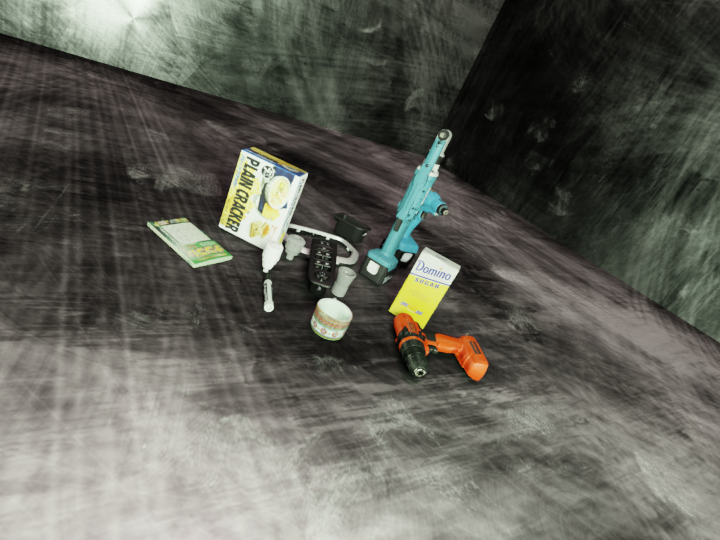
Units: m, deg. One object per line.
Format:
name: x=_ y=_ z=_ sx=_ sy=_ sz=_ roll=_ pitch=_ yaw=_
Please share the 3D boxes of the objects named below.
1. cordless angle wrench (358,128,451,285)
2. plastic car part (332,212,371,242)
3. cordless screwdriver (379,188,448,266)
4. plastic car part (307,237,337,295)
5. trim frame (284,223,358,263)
cordless angle wrench: x=0.121 y=-0.156 z=1.073 sx=0.077 sy=0.420 sz=0.095 roll=35 pitch=26 yaw=19
plastic car part: x=-0.034 y=-0.122 z=1.290 sx=0.121 sy=0.070 sz=0.064 roll=35 pitch=26 yaw=22
cordless screwdriver: x=0.159 y=-0.120 z=1.237 sx=0.071 sy=0.247 sz=0.168 roll=9 pitch=29 yaw=-32
plastic car part: x=-0.097 y=-0.006 z=1.014 sx=0.065 sy=0.066 sz=0.208 roll=19 pitch=25 yaw=-12
trim frame: x=-0.115 y=-0.076 z=1.181 sx=0.239 sy=0.027 sz=0.193 roll=11 pitch=28 yaw=-24
